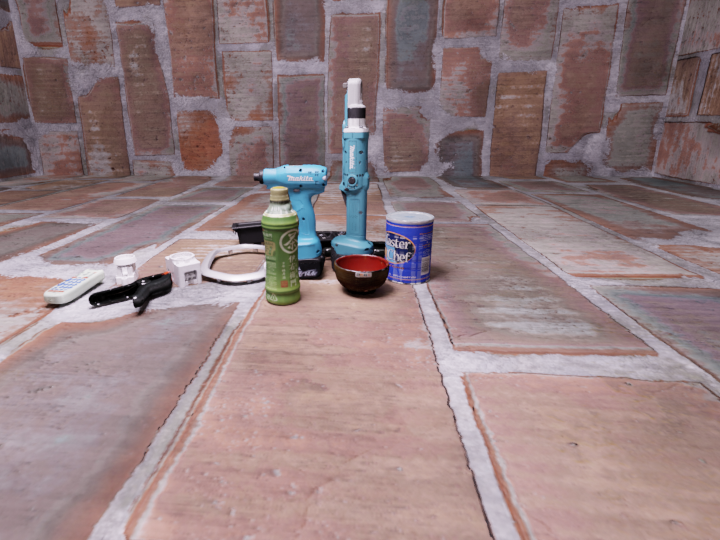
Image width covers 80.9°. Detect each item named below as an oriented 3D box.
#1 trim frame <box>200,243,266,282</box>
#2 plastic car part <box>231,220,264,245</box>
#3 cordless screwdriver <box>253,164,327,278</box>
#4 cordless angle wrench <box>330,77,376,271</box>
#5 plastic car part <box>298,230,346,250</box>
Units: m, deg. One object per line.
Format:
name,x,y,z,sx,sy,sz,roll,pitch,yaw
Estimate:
trim frame,-0.286,-0.020,1.017,0.182,0.027,0.256,-3,20,-8
plastic car part,-0.298,-0.101,1.183,0.115,0.070,0.068,-3,18,-9
cordless screwdriver,-0.153,-0.108,0.936,0.161,0.244,0.075,2,17,4
cordless angle wrench,-0.013,-0.201,0.939,0.101,0.415,0.073,7,17,19
plastic car part,-0.107,-0.070,1.095,0.197,0.066,0.069,-8,20,-21
